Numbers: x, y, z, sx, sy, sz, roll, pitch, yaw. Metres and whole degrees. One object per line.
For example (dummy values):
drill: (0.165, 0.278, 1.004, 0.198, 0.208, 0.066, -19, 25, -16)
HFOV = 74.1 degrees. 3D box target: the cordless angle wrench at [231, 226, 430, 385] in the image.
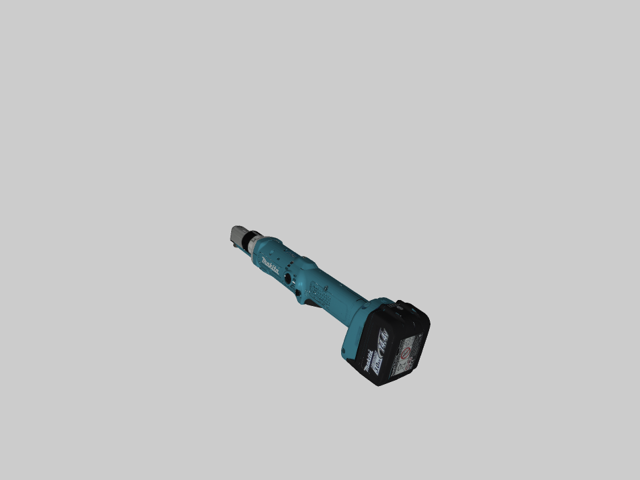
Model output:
cordless angle wrench: (-0.029, 0.059, 0.654, 0.074, 0.098, 0.423, -5, 24, -41)
